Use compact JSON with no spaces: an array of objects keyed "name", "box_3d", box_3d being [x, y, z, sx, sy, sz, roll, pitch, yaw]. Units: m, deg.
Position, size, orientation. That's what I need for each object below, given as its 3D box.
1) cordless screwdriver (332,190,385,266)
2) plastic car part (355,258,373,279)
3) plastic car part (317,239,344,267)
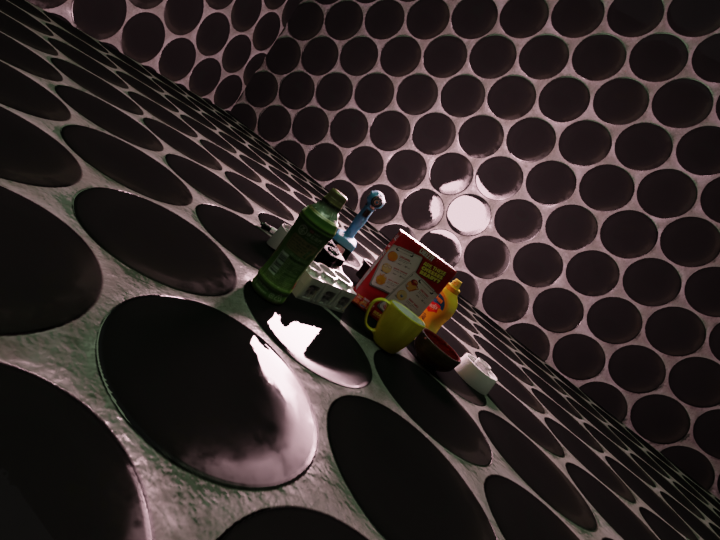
[{"name":"cordless screwdriver","box_3d":[-0.014,-0.127,1.246,0.074,0.249,0.160,37,12,-7]},{"name":"plastic car part","box_3d":[0.035,0.028,1.225,0.122,0.071,0.063,42,12,23]},{"name":"plastic car part","box_3d":[-0.117,-0.077,1.199,0.062,0.067,0.214,26,16,-44]}]
